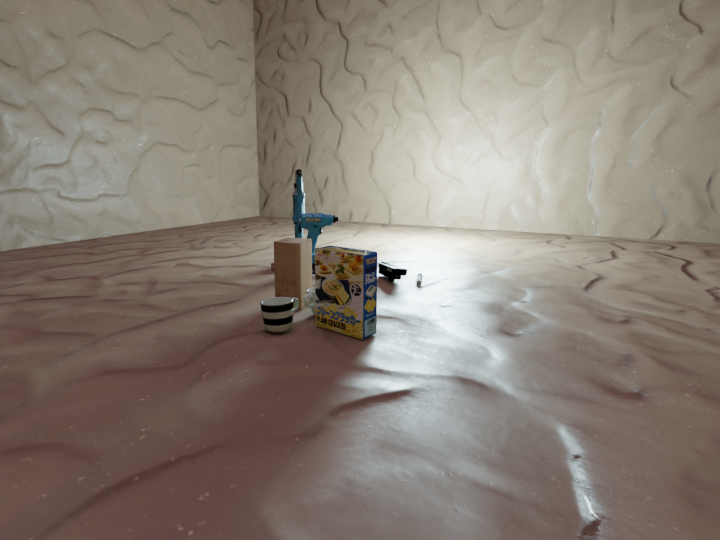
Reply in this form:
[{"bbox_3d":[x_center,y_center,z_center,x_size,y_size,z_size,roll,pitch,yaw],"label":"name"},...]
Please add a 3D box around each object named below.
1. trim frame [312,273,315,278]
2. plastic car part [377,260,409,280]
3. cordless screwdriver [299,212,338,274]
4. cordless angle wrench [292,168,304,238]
[{"bbox_3d":[-0.170,0.007,1.692,0.177,0.027,0.262,-10,16,-37],"label":"trim frame"},{"bbox_3d":[0.116,0.001,1.620,0.065,0.066,0.210,-3,13,-17],"label":"plastic car part"},{"bbox_3d":[-0.167,-0.110,1.712,0.158,0.246,0.076,-1,10,-6],"label":"cordless screwdriver"},{"bbox_3d":[-0.268,-0.228,1.846,0.072,0.418,0.102,-3,10,-20],"label":"cordless angle wrench"}]
